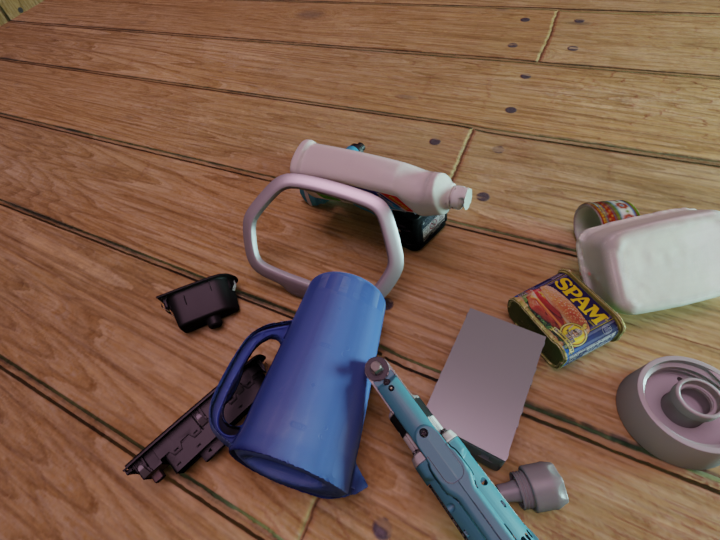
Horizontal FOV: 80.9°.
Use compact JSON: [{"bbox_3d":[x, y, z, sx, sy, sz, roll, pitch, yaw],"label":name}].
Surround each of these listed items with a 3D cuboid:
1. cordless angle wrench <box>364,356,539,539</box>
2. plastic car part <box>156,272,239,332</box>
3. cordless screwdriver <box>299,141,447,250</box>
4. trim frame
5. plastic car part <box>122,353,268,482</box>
[{"bbox_3d":[0.134,0.250,0.359,0.074,0.094,0.444,-35,60,-7],"label":"cordless angle wrench"},{"bbox_3d":[-0.236,0.056,0.640,0.115,0.064,0.073,-19,68,-8],"label":"plastic car part"},{"bbox_3d":[0.032,-0.142,0.721,0.262,0.071,0.158,28,63,32],"label":"cordless screwdriver"},{"bbox_3d":[-0.060,-0.039,0.610,0.255,0.182,0.027,17,13,13],"label":"trim frame"},{"bbox_3d":[-0.185,0.185,0.525,0.070,0.064,0.201,37,67,20],"label":"plastic car part"}]
